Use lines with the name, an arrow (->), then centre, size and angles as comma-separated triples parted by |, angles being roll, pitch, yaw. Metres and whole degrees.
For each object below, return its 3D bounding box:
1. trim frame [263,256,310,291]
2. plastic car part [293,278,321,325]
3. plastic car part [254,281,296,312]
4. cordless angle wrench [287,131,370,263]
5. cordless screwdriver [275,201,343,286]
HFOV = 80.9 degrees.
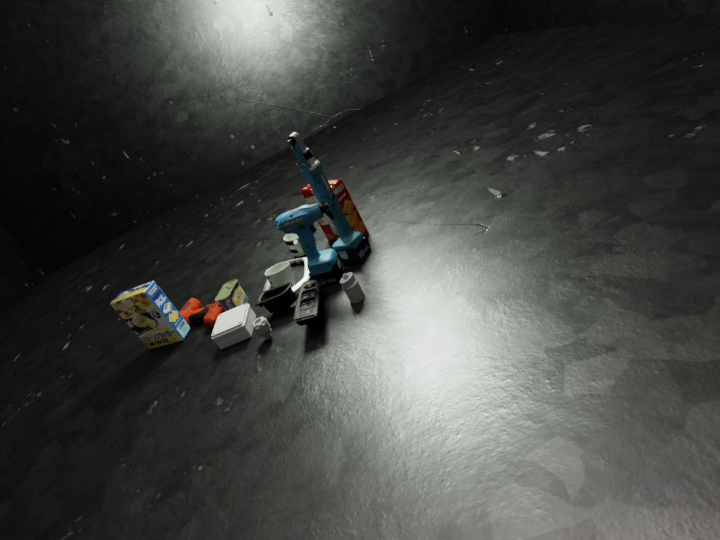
trim frame -> -0.242, 0.028, 1.376 | 0.185, 0.026, 0.257 | -26, 29, 6
plastic car part -> -0.132, 0.088, 1.142 | 0.067, 0.064, 0.209 | -23, 29, 10
plastic car part -> -0.237, 0.088, 1.233 | 0.119, 0.068, 0.067 | -18, 29, 20
cordless angle wrench -> -0.098, -0.208, 1.230 | 0.078, 0.407, 0.097 | -5, 34, 40
cordless screwdriver -> -0.119, -0.078, 1.214 | 0.163, 0.239, 0.075 | -19, 27, 19
